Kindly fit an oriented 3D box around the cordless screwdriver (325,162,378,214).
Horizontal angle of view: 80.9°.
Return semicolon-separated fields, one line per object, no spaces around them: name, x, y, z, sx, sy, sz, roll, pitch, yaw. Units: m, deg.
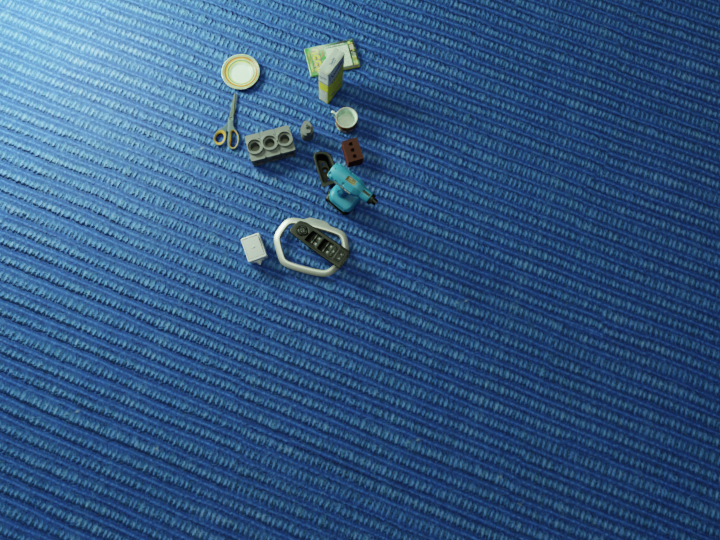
cordless screwdriver;-0.029;-0.227;1.282;0.160;0.248;0.074;39;82;0

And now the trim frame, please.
trim frame;-0.158;-0.080;1.367;0.249;0.027;0.185;13;81;1

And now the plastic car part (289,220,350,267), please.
plastic car part;-0.132;-0.086;1.349;0.205;0.066;0.066;35;82;4

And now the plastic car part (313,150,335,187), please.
plastic car part;-0.114;-0.328;1.385;0.065;0.070;0.118;-19;83;-6
